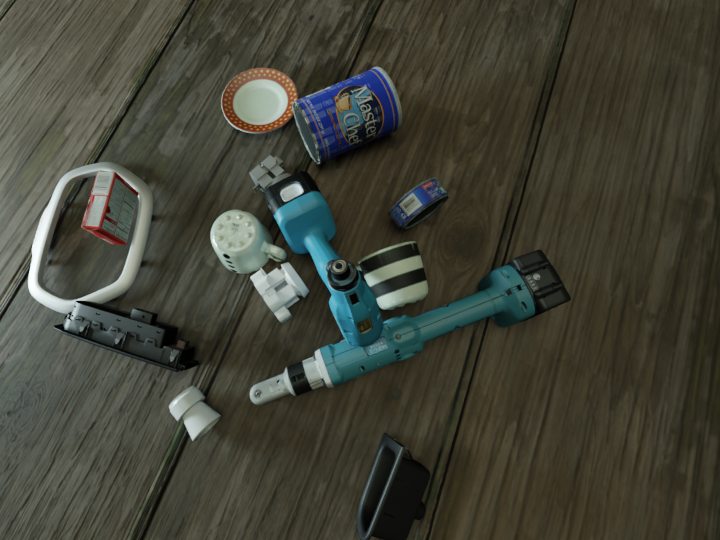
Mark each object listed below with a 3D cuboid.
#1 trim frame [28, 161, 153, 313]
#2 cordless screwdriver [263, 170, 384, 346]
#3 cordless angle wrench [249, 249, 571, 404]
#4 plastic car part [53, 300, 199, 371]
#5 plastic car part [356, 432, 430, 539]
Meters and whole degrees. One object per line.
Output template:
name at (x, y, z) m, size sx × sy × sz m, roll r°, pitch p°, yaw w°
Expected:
trim frame at (-0.418, -0.056, 0.655) m, size 0.185 × 0.027 × 0.252 m, roll 3°, pitch 75°, yaw 2°
cordless screwdriver at (-0.052, -0.034, 0.536) m, size 0.074 × 0.152 × 0.261 m, roll -27°, pitch 54°, yaw -6°
cordless angle wrench at (0.052, 0.090, 0.560) m, size 0.422 × 0.095 × 0.076 m, roll -22°, pitch 73°, yaw -1°
plastic car part at (-0.321, 0.084, 0.578) m, size 0.206 × 0.065 × 0.067 m, roll 11°, pitch 93°, yaw 8°
plastic car part at (0.047, 0.276, 0.520) m, size 0.070 × 0.067 × 0.117 m, roll 22°, pitch 78°, yaw -9°
